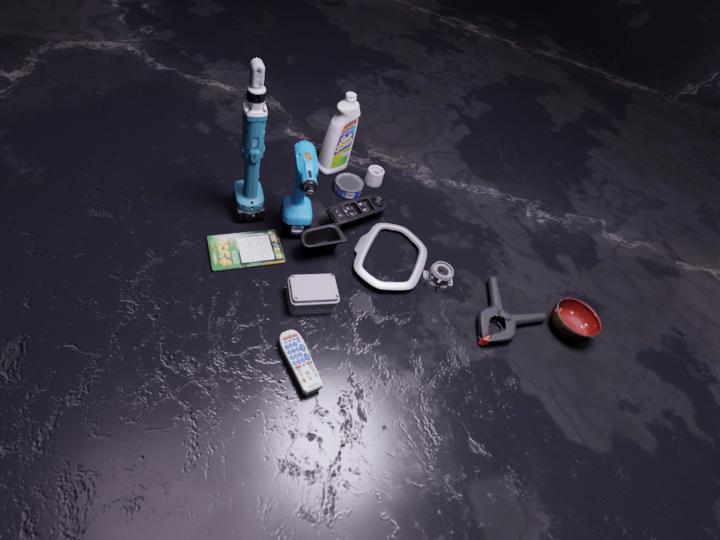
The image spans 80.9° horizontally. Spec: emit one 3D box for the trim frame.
[{"bbox_3d":[0.078,-0.040,1.116,0.187,0.027,0.249,22,49,6],"label":"trim frame"}]

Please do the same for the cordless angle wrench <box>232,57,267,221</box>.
[{"bbox_3d":[-0.254,-0.287,0.993,0.072,0.416,0.102,-6,54,-22],"label":"cordless angle wrench"}]

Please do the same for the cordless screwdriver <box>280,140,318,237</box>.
[{"bbox_3d":[-0.146,-0.173,1.035,0.073,0.245,0.165,1,51,-17],"label":"cordless screwdriver"}]

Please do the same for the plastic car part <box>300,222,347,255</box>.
[{"bbox_3d":[-0.105,-0.069,1.072,0.113,0.070,0.069,-15,57,-25],"label":"plastic car part"}]

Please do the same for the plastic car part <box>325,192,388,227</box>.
[{"bbox_3d":[-0.006,-0.162,1.175,0.197,0.066,0.069,-24,61,-29],"label":"plastic car part"}]
